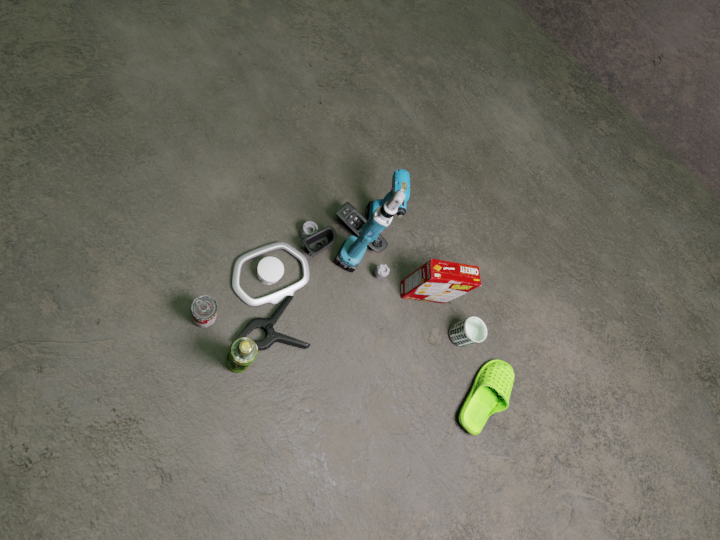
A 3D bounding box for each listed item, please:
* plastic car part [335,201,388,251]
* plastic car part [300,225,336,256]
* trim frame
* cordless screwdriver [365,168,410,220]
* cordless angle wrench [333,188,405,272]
[{"bbox_3d":[0.001,-0.134,1.424,0.205,0.067,0.065,43,62,5],"label":"plastic car part"},{"bbox_3d":[-0.133,-0.087,1.362,0.114,0.071,0.067,-32,81,-26],"label":"plastic car part"},{"bbox_3d":[-0.275,0.011,1.302,0.242,0.027,0.189,-24,75,-24],"label":"trim frame"},{"bbox_3d":[0.089,-0.200,1.376,0.072,0.250,0.162,12,66,-16],"label":"cordless screwdriver"},{"bbox_3d":[0.026,-0.111,1.219,0.074,0.425,0.098,30,62,-8],"label":"cordless angle wrench"}]
